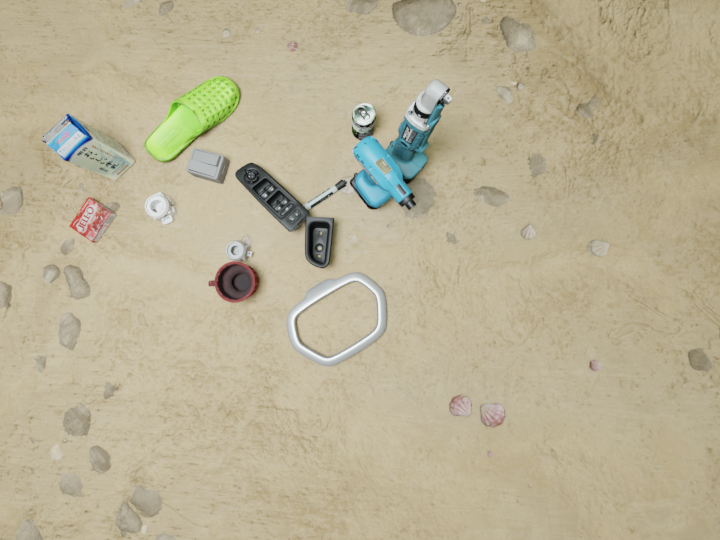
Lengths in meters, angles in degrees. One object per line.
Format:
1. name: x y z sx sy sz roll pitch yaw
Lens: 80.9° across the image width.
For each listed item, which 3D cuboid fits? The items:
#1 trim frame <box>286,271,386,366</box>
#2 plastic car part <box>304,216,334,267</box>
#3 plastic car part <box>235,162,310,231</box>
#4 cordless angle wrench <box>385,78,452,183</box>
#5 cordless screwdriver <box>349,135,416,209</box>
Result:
1. trim frame: -0.054 0.111 0.993 0.248 0.027 0.186 -32 84 1
2. plastic car part: -0.097 -0.063 0.988 0.066 0.070 0.117 3 86 1
3. plastic car part: -0.210 -0.177 1.006 0.205 0.066 0.066 44 89 5
4. cordless angle wrench: 0.103 -0.261 0.816 0.098 0.421 0.074 41 88 0
5. cordless screwdriver: 0.047 -0.179 0.900 0.074 0.247 0.160 -37 89 -2
